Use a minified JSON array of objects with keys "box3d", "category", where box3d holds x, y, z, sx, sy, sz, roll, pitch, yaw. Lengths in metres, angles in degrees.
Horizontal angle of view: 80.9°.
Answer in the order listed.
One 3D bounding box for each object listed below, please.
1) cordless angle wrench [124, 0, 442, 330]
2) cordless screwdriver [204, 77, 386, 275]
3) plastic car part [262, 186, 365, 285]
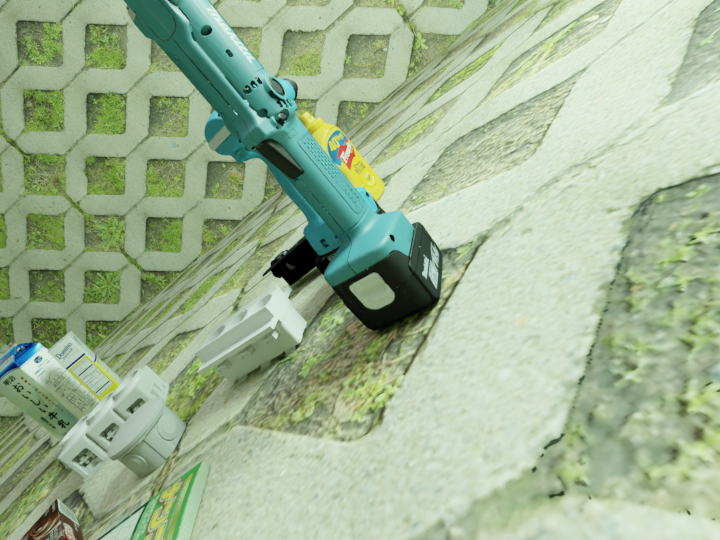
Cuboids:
[{"box3d":[-0.085,-0.130,0.343,0.076,0.412,0.098,-33,16,30],"category":"cordless angle wrench"},{"box3d":[-0.055,-0.115,0.510,0.076,0.242,0.159,-28,20,42],"category":"cordless screwdriver"},{"box3d":[-0.062,-0.040,0.630,0.206,0.065,0.067,-33,18,24],"category":"plastic car part"}]
